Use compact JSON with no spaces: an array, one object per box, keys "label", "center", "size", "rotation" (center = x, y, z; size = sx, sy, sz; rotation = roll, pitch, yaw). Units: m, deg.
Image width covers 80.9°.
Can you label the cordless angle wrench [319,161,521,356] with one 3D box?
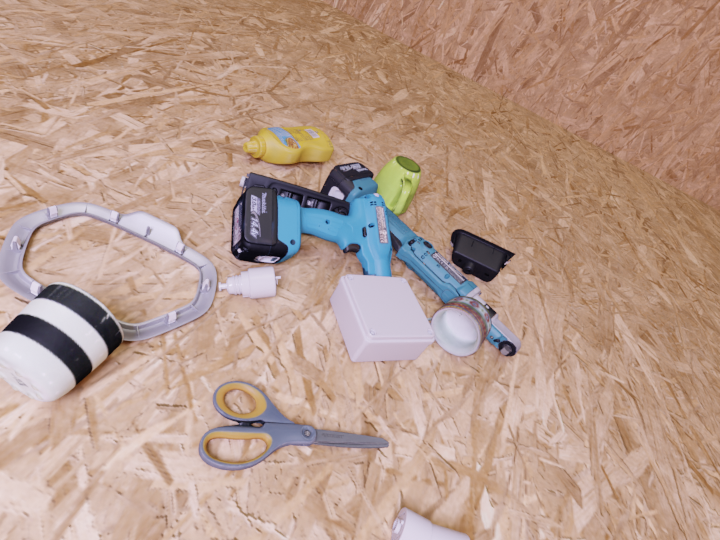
[{"label":"cordless angle wrench","center":[0.098,-0.026,0.721],"size":[0.094,0.074,0.439],"rotation":[-21,59,-45]}]

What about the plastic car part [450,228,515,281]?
[{"label":"plastic car part","center":[0.216,-0.020,0.794],"size":[0.117,0.065,0.071],"rotation":[26,51,3]}]

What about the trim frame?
[{"label":"trim frame","center":[-0.293,-0.011,0.506],"size":[0.249,0.027,0.186],"rotation":[24,36,-1]}]

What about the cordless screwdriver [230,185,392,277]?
[{"label":"cordless screwdriver","center":[-0.061,-0.040,0.623],"size":[0.239,0.076,0.162],"rotation":[0,74,-27]}]

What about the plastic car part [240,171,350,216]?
[{"label":"plastic car part","center":[-0.098,-0.103,0.702],"size":[0.198,0.066,0.069],"rotation":[13,1,-14]}]
